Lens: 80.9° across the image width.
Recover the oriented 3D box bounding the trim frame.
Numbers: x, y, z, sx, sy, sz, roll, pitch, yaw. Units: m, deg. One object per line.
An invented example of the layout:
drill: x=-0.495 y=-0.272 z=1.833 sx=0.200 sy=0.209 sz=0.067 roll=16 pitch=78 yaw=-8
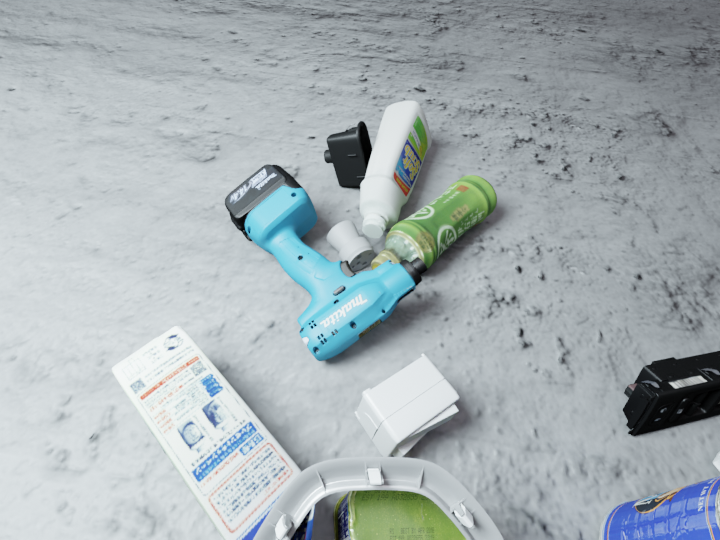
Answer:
trim frame: x=-0.002 y=0.247 z=0.282 sx=0.185 sy=0.027 sz=0.248 roll=30 pitch=81 yaw=3

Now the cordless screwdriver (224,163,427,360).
cordless screwdriver: x=-0.051 y=-0.033 z=0.519 sx=0.159 sy=0.071 sz=0.260 roll=-37 pitch=62 yaw=-4

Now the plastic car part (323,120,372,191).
plastic car part: x=-0.018 y=-0.172 z=0.647 sx=0.073 sy=0.111 sz=0.067 roll=-4 pitch=48 yaw=19

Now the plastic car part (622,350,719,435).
plastic car part: x=0.375 y=0.127 z=0.468 sx=0.200 sy=0.064 sz=0.070 roll=-5 pitch=27 yaw=-8
